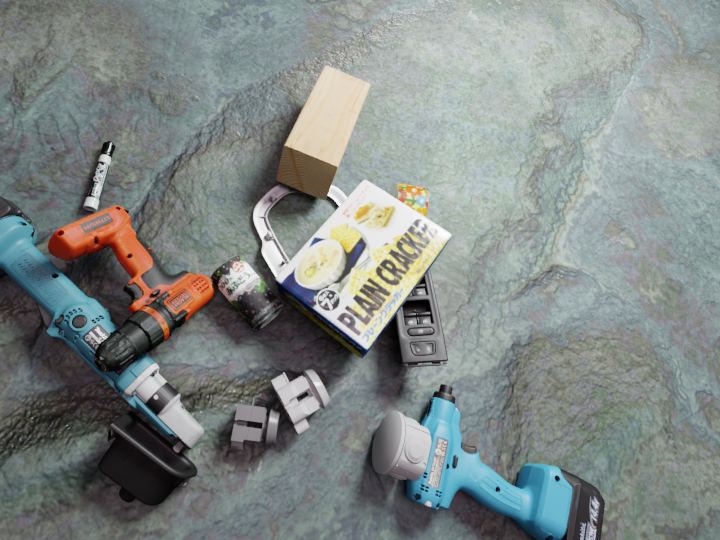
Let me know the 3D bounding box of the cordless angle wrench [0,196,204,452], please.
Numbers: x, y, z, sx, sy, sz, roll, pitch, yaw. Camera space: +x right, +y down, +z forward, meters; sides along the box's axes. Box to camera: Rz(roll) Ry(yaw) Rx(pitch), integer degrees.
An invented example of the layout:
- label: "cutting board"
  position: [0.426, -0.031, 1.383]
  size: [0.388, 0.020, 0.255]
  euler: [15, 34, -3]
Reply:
- label: "cordless angle wrench"
  position: [-0.362, 0.072, 0.551]
  size: [0.426, 0.074, 0.097]
  euler: [42, 65, 4]

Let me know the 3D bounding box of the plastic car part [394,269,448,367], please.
- label: "plastic car part"
  position: [0.082, 0.048, 0.652]
  size: [0.067, 0.065, 0.208]
  euler: [-8, 66, 4]

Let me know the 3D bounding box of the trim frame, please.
- label: "trim frame"
  position: [-0.067, -0.044, 0.683]
  size: [0.181, 0.027, 0.253]
  euler: [-28, 78, -20]

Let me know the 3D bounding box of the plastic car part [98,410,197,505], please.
- label: "plastic car part"
  position: [-0.266, 0.239, 0.511]
  size: [0.117, 0.066, 0.071]
  euler: [41, 80, 1]

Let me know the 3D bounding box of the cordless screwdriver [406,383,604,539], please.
- label: "cordless screwdriver"
  position: [0.196, 0.274, 0.585]
  size: [0.249, 0.073, 0.160]
  euler: [21, 65, 1]
